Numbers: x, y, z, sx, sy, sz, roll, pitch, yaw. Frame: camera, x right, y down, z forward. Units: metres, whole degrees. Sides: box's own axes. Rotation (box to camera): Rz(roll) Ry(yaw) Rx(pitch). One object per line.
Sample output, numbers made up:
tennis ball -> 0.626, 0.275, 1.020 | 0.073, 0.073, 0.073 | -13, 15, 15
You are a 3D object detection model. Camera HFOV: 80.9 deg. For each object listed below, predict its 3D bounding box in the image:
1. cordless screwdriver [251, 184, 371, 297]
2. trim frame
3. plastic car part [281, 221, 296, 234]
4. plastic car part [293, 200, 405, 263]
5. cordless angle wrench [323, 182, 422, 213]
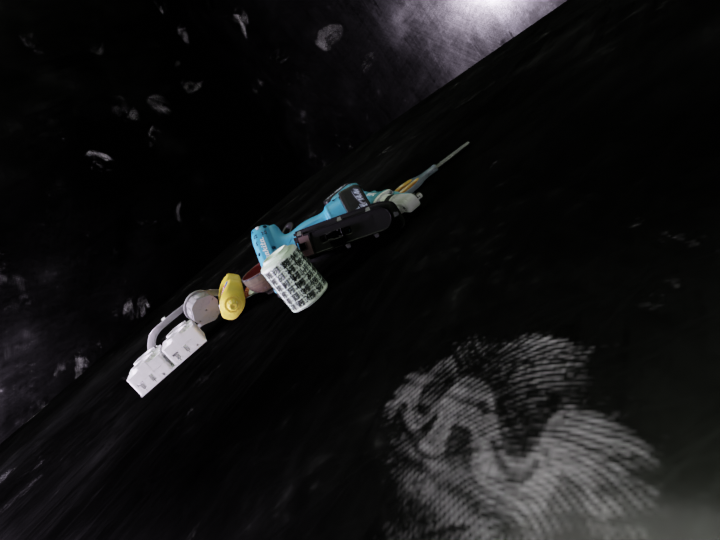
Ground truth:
cordless screwdriver -> -0.081, -0.053, 0.825 | 0.250, 0.163, 0.072 | -24, -14, 6
trim frame -> -0.462, 0.133, 1.134 | 0.247, 0.028, 0.179 | -43, -18, -15
plastic car part -> -0.185, -0.069, 1.140 | 0.068, 0.068, 0.117 | -22, 38, 47
plastic car part -> -0.025, -0.072, 0.749 | 0.205, 0.067, 0.065 | -18, -6, 10
cordless angle wrench -> 0.020, -0.150, 0.946 | 0.097, 0.072, 0.437 | -41, 19, -9
